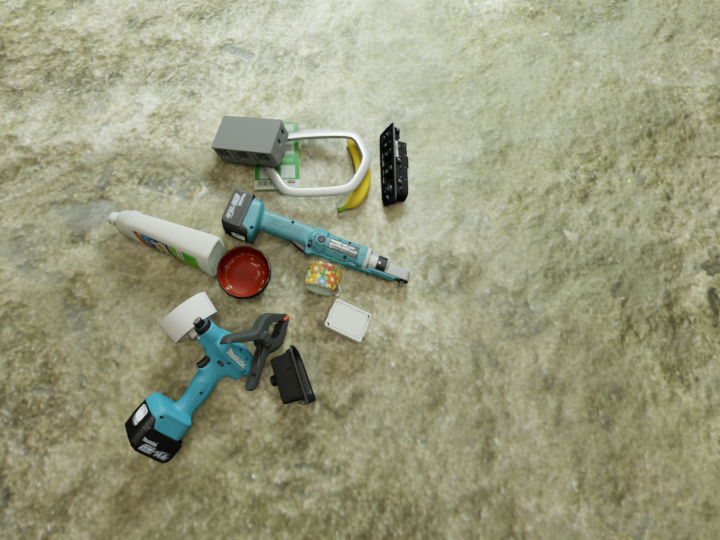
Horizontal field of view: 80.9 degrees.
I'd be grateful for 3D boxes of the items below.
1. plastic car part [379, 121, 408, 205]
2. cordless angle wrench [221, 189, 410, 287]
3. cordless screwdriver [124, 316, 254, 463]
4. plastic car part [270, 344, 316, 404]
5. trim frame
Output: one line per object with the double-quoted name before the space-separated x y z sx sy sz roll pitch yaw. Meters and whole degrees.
"plastic car part" 0.081 -0.243 1.002 0.064 0.068 0.206 14 69 -30
"cordless angle wrench" -0.091 -0.059 0.927 0.423 0.074 0.098 20 73 0
"cordless screwdriver" -0.327 0.214 0.785 0.247 0.078 0.151 -47 124 -16
"plastic car part" -0.143 0.217 0.845 0.071 0.064 0.120 -26 74 2
"trim frame" -0.100 -0.254 0.980 0.250 0.027 0.188 -4 73 3
